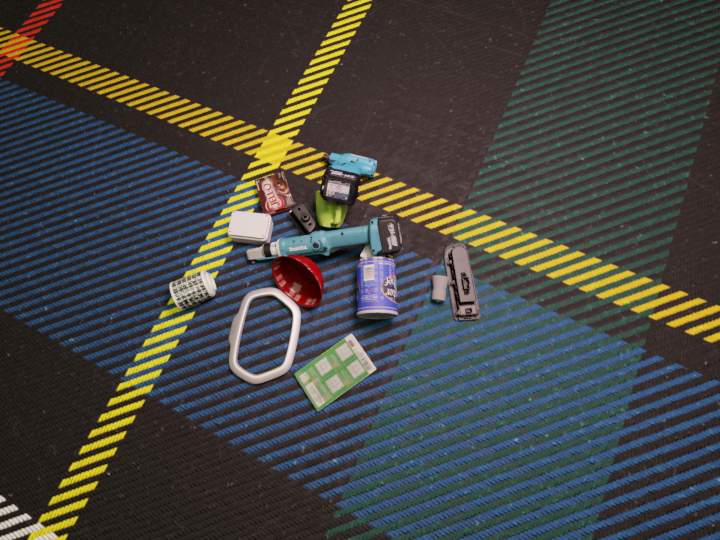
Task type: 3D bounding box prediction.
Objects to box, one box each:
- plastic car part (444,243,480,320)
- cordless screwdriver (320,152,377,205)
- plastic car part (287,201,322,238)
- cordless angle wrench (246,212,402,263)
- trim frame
[{"bbox_3d":[0.260,0.022,1.088,0.067,0.064,0.208,-8,69,7],"label":"plastic car part"},{"bbox_3d":[-0.054,-0.263,1.141,0.162,0.073,0.250,15,32,7],"label":"cordless screwdriver"},{"bbox_3d":[-0.152,-0.141,1.171,0.066,0.069,0.121,-33,71,-6],"label":"plastic car part"},{"bbox_3d":[-0.108,-0.071,1.108,0.433,0.074,0.096,-7,105,17],"label":"cordless angle wrench"},{"bbox_3d":[-0.253,0.166,1.102,0.186,0.027,0.251,7,74,6],"label":"trim frame"}]
